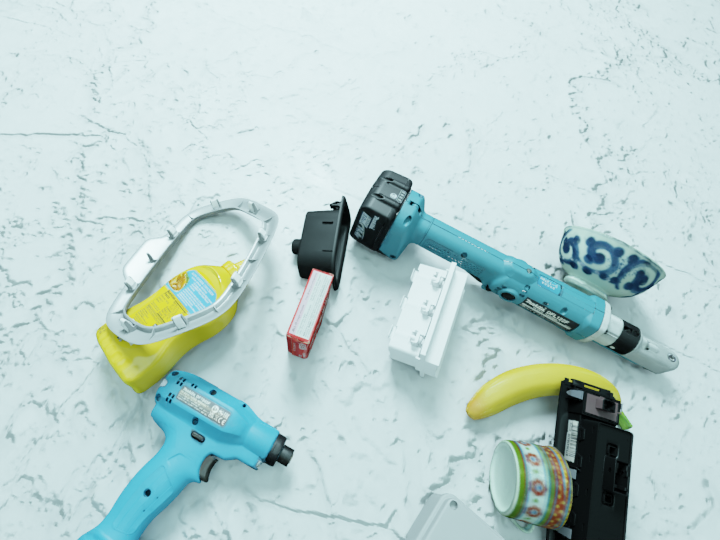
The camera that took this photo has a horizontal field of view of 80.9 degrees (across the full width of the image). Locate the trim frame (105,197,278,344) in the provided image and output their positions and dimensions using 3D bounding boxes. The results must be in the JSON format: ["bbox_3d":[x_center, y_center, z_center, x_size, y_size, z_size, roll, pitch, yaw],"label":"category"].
[{"bbox_3d":[-0.200,-0.016,0.511,0.190,0.026,0.252,-1,46,21],"label":"trim frame"}]

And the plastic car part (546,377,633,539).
[{"bbox_3d":[0.239,0.222,0.431,0.065,0.068,0.204,20,77,-14],"label":"plastic car part"}]

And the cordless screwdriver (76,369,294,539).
[{"bbox_3d":[-0.183,0.239,0.406,0.162,0.073,0.249,24,60,7],"label":"cordless screwdriver"}]

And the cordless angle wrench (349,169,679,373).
[{"bbox_3d":[0.192,0.012,0.538,0.429,0.096,0.074,29,61,7],"label":"cordless angle wrench"}]

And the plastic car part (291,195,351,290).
[{"bbox_3d":[-0.055,-0.036,0.567,0.073,0.063,0.118,6,65,14],"label":"plastic car part"}]
